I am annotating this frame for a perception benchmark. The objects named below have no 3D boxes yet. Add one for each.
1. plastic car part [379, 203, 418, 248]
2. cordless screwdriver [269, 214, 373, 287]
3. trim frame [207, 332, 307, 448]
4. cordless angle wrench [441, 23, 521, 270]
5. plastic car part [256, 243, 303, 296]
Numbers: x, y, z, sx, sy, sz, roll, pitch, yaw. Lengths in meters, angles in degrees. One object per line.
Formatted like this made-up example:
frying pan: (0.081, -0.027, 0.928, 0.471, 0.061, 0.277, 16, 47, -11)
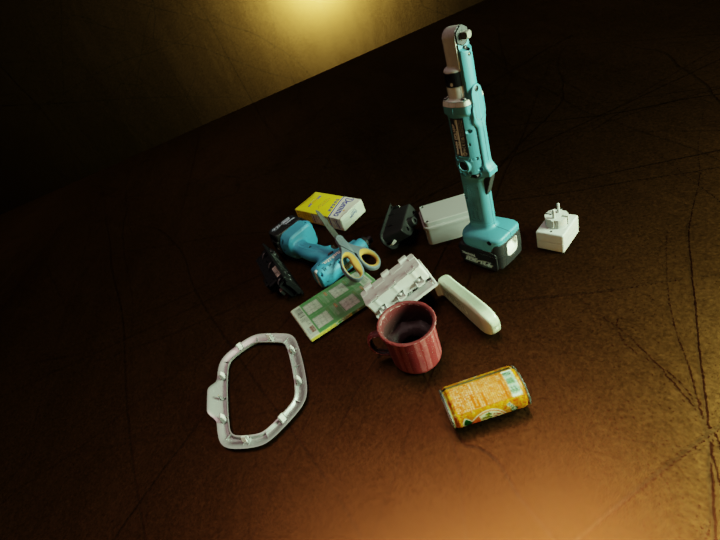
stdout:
plastic car part: (0.093, -0.102, 0.930, 0.073, 0.063, 0.117, -27, 29, 39)
cordless screwdriver: (-0.098, -0.064, 1.005, 0.157, 0.071, 0.263, -39, 42, -20)
trim frame: (-0.188, 0.201, 0.759, 0.184, 0.026, 0.260, -25, 38, 1)
cordless angle wrench: (0.189, -0.184, 0.700, 0.073, 0.404, 0.104, -38, 37, -22)
plastic car part: (-0.199, 0.004, 0.991, 0.067, 0.063, 0.214, -49, 37, 8)
